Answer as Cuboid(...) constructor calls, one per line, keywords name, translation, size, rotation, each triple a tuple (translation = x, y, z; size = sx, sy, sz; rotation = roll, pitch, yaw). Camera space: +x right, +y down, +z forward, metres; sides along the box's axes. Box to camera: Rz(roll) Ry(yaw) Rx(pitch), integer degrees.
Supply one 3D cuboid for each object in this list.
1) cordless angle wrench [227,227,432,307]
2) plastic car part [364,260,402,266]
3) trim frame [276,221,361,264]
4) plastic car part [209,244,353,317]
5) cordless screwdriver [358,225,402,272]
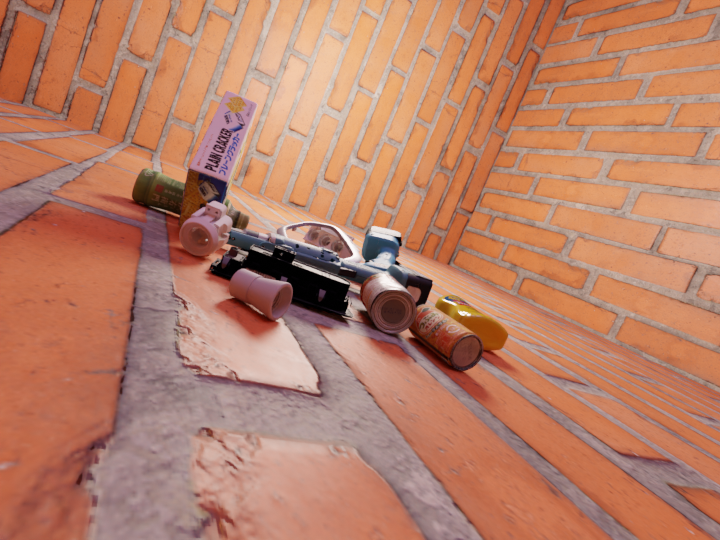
Cuboid(name="cordless angle wrench", translation=(-0.069, -0.013, 0.778), size=(0.409, 0.074, 0.101), rotation=(17, 8, -19))
Cuboid(name="plastic car part", translation=(0.054, -0.006, 1.126), size=(0.068, 0.065, 0.123), rotation=(-6, 28, -42))
Cuboid(name="trim frame", translation=(-0.094, -0.061, 0.958), size=(0.179, 0.027, 0.260), rotation=(-2, 26, -19))
Cuboid(name="plastic car part", translation=(-0.098, 0.008, 0.583), size=(0.201, 0.067, 0.067), rotation=(24, 0, -6))
Cuboid(name="cordless screwdriver", translation=(0.030, -0.034, 1.018), size=(0.159, 0.073, 0.253), rotation=(11, 24, -2))
